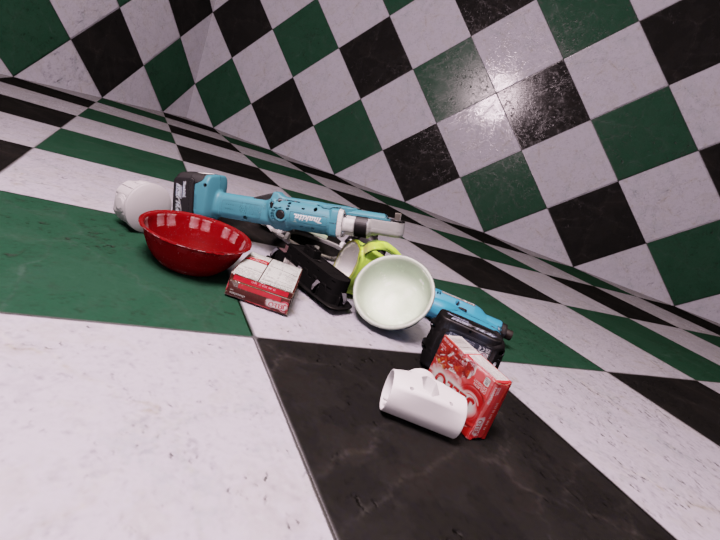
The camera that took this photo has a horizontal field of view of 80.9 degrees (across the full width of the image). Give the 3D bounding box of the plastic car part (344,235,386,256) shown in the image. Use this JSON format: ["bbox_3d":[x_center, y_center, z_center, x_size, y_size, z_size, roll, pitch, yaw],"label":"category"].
[{"bbox_3d":[0.026,-0.055,0.982,0.074,0.066,0.110,52,12,29],"label":"plastic car part"}]

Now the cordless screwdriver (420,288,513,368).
[{"bbox_3d":[0.171,0.097,0.646,0.162,0.074,0.246,22,12,7],"label":"cordless screwdriver"}]

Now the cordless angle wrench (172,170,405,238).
[{"bbox_3d":[-0.134,-0.104,0.752,0.435,0.097,0.073,11,12,16],"label":"cordless angle wrench"}]

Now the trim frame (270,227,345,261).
[{"bbox_3d":[-0.087,-0.057,0.891,0.189,0.027,0.243,25,8,11],"label":"trim frame"}]

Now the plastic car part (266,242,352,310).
[{"bbox_3d":[-0.077,0.001,0.700,0.063,0.067,0.215,17,16,-43],"label":"plastic car part"}]
